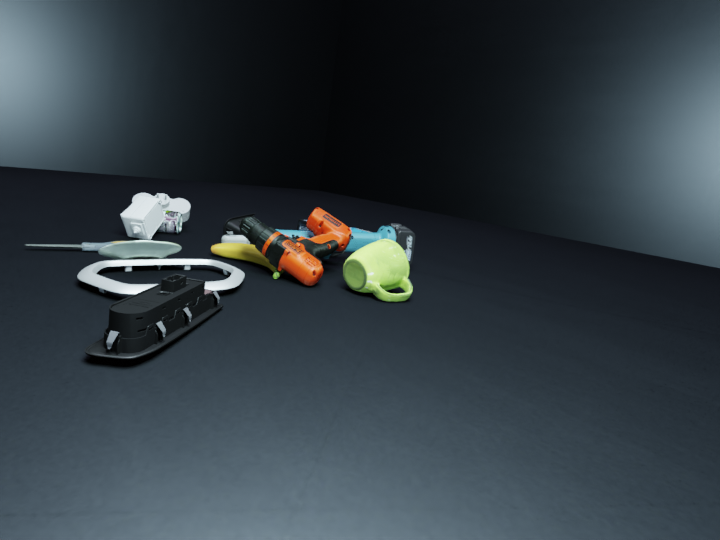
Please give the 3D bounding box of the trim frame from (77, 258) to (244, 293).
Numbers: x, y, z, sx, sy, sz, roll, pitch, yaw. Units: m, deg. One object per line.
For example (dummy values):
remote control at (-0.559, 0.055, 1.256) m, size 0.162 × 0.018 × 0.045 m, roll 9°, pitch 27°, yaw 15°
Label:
trim frame at (-0.302, 0.008, 0.664) m, size 0.238 × 0.027 × 0.195 m, roll -4°, pitch 18°, yaw -35°

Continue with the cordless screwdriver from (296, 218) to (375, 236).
cordless screwdriver at (-0.036, -0.076, 1.068) m, size 0.168 × 0.074 × 0.237 m, roll 19°, pitch 13°, yaw 40°

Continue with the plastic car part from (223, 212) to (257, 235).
plastic car part at (-0.288, -0.099, 1.073) m, size 0.073 × 0.065 × 0.114 m, roll 26°, pitch 20°, yaw 14°

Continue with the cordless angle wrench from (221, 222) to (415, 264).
cordless angle wrench at (-0.092, -0.060, 0.937) m, size 0.414 × 0.096 × 0.077 m, roll 1°, pitch 16°, yaw -13°

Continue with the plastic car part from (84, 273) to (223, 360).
plastic car part at (-0.223, 0.044, 0.484) m, size 0.067 × 0.066 × 0.203 m, roll 15°, pitch 16°, yaw 2°
